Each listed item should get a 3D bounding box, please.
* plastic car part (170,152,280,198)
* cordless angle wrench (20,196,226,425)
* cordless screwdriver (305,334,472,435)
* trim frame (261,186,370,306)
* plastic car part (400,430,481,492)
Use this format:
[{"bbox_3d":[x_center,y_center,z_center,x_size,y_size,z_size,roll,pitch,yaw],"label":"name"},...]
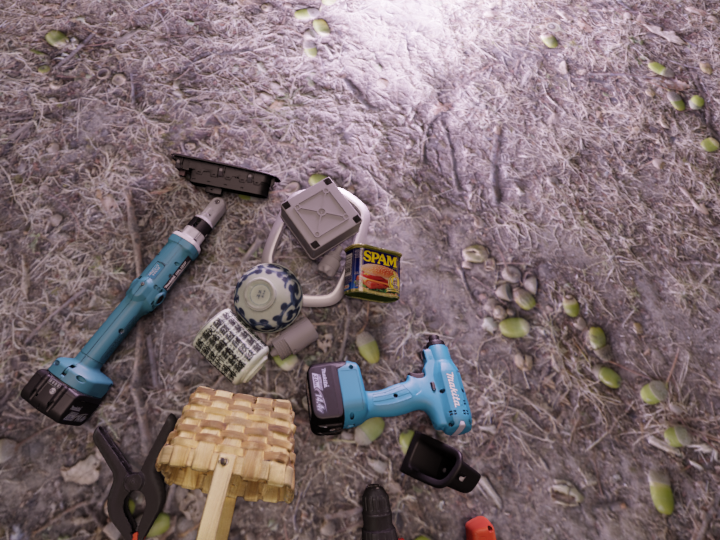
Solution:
[{"bbox_3d":[-0.254,-0.174,0.798,0.202,0.066,0.068,7,79,-2],"label":"plastic car part"},{"bbox_3d":[-0.352,0.038,0.696,0.076,0.096,0.423,27,66,6],"label":"cordless angle wrench"},{"bbox_3d":[0.038,0.177,0.672,0.247,0.072,0.165,-1,49,-6],"label":"cordless screwdriver"},{"bbox_3d":[-0.076,-0.050,0.782,0.186,0.027,0.251,18,67,4],"label":"trim frame"},{"bbox_3d":[0.126,0.294,0.624,0.068,0.120,0.066,36,68,-20],"label":"plastic car part"}]
